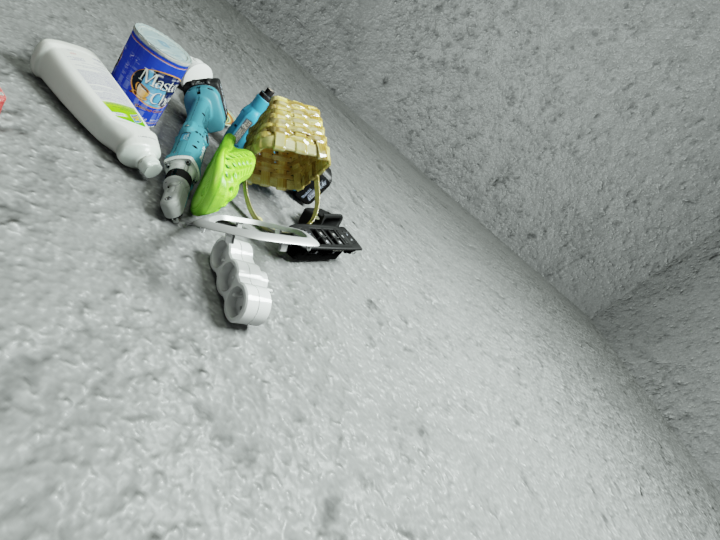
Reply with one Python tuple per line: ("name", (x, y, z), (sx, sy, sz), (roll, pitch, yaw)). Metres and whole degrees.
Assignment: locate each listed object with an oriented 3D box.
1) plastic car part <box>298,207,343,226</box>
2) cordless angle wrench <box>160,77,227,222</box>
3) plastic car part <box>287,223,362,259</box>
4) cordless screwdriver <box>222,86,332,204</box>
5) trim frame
("plastic car part", (-0.092, -0.108, 0.906), (0.073, 0.066, 0.114), (32, 18, 11))
("cordless angle wrench", (-0.297, -0.228, 0.749), (0.074, 0.094, 0.440), (-8, 42, -4))
("plastic car part", (-0.078, -0.051, 0.799), (0.068, 0.068, 0.194), (58, 23, 16))
("cordless screwdriver", (-0.166, -0.273, 0.943), (0.240, 0.160, 0.076), (36, 21, -19))
("trim frame", (-0.154, -0.057, 0.609), (0.180, 0.027, 0.255), (10, 9, -13))
